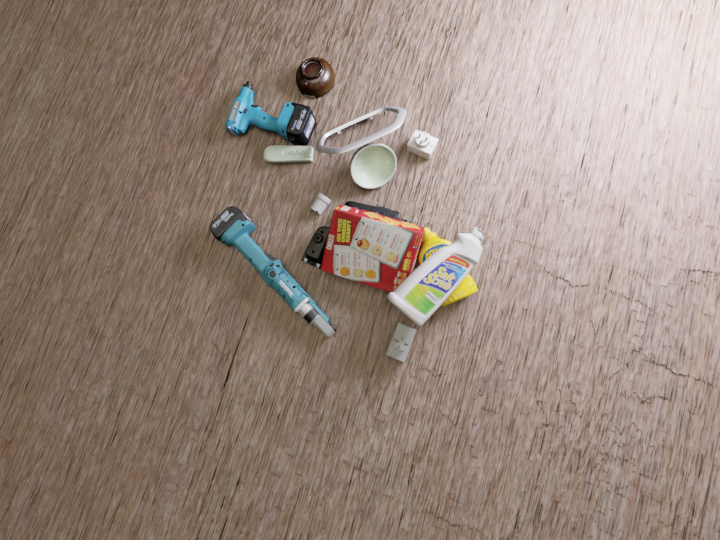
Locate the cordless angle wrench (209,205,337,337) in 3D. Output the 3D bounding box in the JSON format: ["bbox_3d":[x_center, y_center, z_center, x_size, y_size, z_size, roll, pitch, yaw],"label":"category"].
[{"bbox_3d":[-0.218,0.010,1.083,0.098,0.072,0.434,-44,77,-1],"label":"cordless angle wrench"}]

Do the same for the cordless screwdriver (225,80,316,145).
[{"bbox_3d":[-0.247,-0.442,1.180,0.256,0.072,0.160,14,81,16],"label":"cordless screwdriver"}]

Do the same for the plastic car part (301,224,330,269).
[{"bbox_3d":[-0.105,-0.069,1.077,0.067,0.069,0.116,23,86,10],"label":"plastic car part"}]

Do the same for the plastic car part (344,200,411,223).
[{"bbox_3d":[0.035,-0.135,1.071,0.207,0.064,0.068,11,67,10],"label":"plastic car part"}]

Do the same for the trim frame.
[{"bbox_3d":[0.000,-0.359,1.085,0.250,0.026,0.192,-25,39,4],"label":"trim frame"}]
